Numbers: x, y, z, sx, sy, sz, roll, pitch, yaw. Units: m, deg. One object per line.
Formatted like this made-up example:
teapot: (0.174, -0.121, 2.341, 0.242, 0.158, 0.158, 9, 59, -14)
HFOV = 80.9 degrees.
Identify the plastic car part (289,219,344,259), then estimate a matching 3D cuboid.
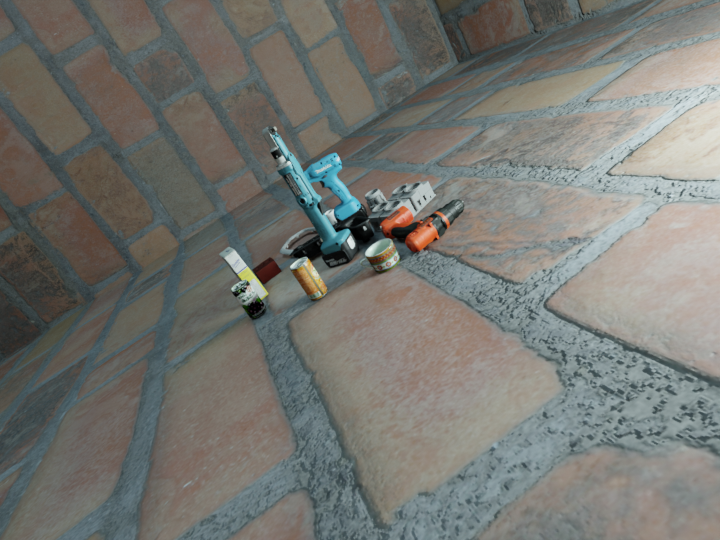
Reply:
plastic car part: (-0.131, -0.086, 1.344, 0.206, 0.065, 0.067, -25, 22, 15)

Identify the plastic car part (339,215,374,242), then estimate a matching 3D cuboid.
plastic car part: (-0.001, -0.116, 1.239, 0.065, 0.068, 0.122, -37, 23, -15)

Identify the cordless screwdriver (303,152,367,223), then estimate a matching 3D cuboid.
cordless screwdriver: (-0.092, -0.243, 1.381, 0.161, 0.241, 0.076, -26, 20, 14)

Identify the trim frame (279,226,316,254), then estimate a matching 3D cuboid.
trim frame: (-0.191, -0.109, 1.510, 0.182, 0.026, 0.260, -45, 26, -27)

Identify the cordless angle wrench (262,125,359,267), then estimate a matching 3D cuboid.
cordless angle wrench: (-0.146, -0.200, 1.154, 0.101, 0.409, 0.074, -18, 23, 34)
